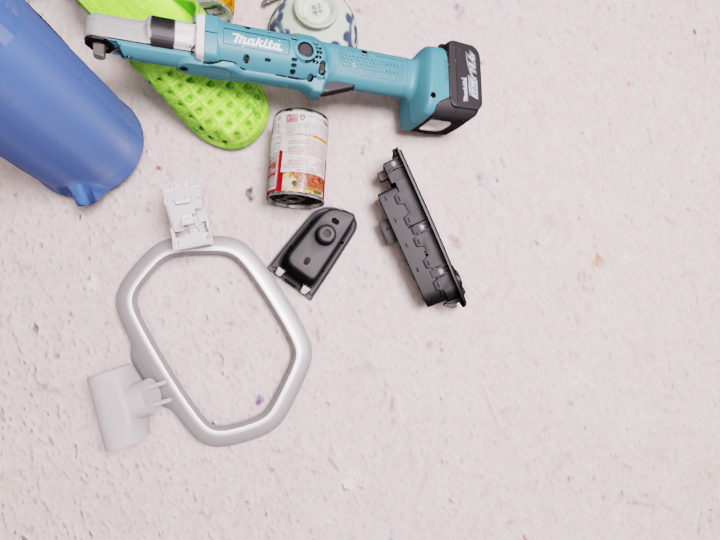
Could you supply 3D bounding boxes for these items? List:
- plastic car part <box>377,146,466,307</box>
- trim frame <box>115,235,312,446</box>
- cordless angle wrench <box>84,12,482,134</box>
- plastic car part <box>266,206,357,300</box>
[{"bbox_3d":[0.066,-0.041,0.503,0.067,0.066,0.204,-27,86,-1],"label":"plastic car part"},{"bbox_3d":[-0.166,0.074,0.480,0.182,0.028,0.249,-34,88,-11],"label":"trim frame"},{"bbox_3d":[-0.066,-0.226,0.465,0.411,0.076,0.099,1,84,-18],"label":"cordless angle wrench"},{"bbox_3d":[-0.047,-0.031,0.485,0.066,0.071,0.116,36,83,-5],"label":"plastic car part"}]
